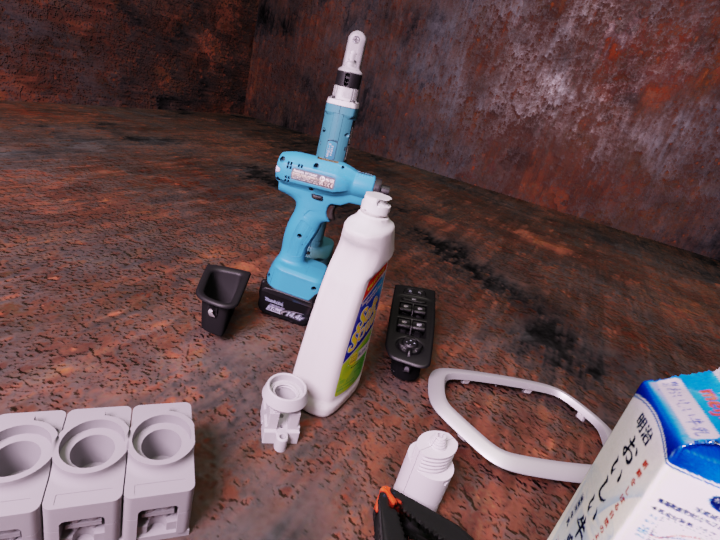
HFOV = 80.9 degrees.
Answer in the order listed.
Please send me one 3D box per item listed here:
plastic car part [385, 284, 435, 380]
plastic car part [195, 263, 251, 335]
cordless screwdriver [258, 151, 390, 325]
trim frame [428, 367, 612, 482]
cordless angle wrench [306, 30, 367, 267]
[{"bbox_3d":[0.071,0.090,0.625,0.067,0.066,0.203,15,23,3],"label":"plastic car part"},{"bbox_3d":[-0.195,0.047,0.584,0.065,0.070,0.120,10,23,-10],"label":"plastic car part"},{"bbox_3d":[-0.061,-0.040,0.626,0.160,0.245,0.075,16,22,3],"label":"cordless screwdriver"},{"bbox_3d":[0.203,0.184,0.529,0.244,0.027,0.190,8,24,-10],"label":"trim frame"},{"bbox_3d":[-0.052,-0.171,0.710,0.075,0.417,0.098,16,22,2],"label":"cordless angle wrench"}]
